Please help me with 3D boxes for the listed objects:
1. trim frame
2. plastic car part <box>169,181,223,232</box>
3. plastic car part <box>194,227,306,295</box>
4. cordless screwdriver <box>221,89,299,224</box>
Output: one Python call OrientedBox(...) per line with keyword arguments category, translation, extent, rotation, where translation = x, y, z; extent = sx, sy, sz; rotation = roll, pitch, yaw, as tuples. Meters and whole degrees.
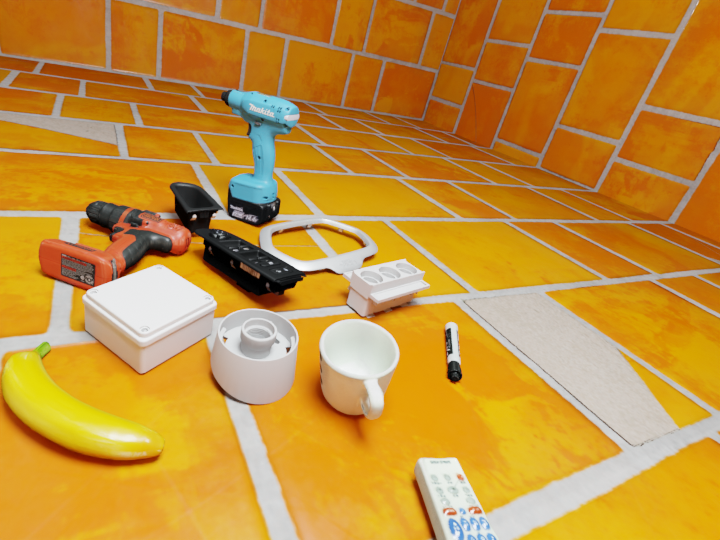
OrientedBox(category="trim frame", translation=(-0.079, -0.052, 0.811), extent=(0.239, 0.027, 0.195), rotation=(-15, 38, -43))
OrientedBox(category="plastic car part", translation=(-0.306, -0.108, 0.769), extent=(0.063, 0.070, 0.123), rotation=(-9, 35, -39))
OrientedBox(category="plastic car part", translation=(-0.178, -0.012, 0.647), extent=(0.214, 0.066, 0.064), rotation=(31, 30, 30))
OrientedBox(category="cordless screwdriver", translation=(-0.219, -0.225, 0.839), extent=(0.164, 0.245, 0.073), rotation=(23, 27, 16))
